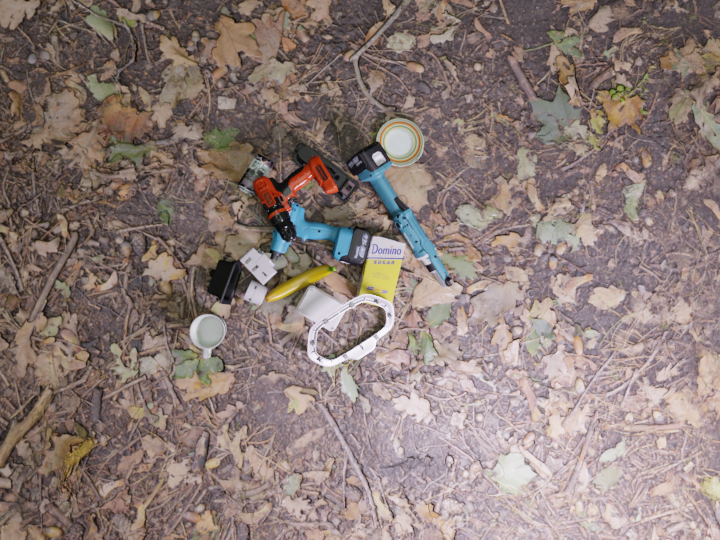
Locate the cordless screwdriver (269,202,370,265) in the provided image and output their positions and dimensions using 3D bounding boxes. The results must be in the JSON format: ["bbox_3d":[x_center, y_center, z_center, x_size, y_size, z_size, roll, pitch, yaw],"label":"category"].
[{"bbox_3d":[-0.107,-0.070,1.097,0.250,0.074,0.159,19,86,2],"label":"cordless screwdriver"}]

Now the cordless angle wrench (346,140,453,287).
[{"bbox_3d":[0.116,-0.134,1.107,0.073,0.100,0.420,-34,94,-24],"label":"cordless angle wrench"}]

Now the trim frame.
[{"bbox_3d":[-0.022,0.156,1.068,0.248,0.029,0.175,-32,127,-4],"label":"trim frame"}]

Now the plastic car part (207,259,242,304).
[{"bbox_3d":[-0.355,0.023,1.088,0.072,0.064,0.117,13,83,10],"label":"plastic car part"}]

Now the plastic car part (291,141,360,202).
[{"bbox_3d":[-0.097,-0.265,1.117,0.204,0.067,0.066,38,92,2],"label":"plastic car part"}]
